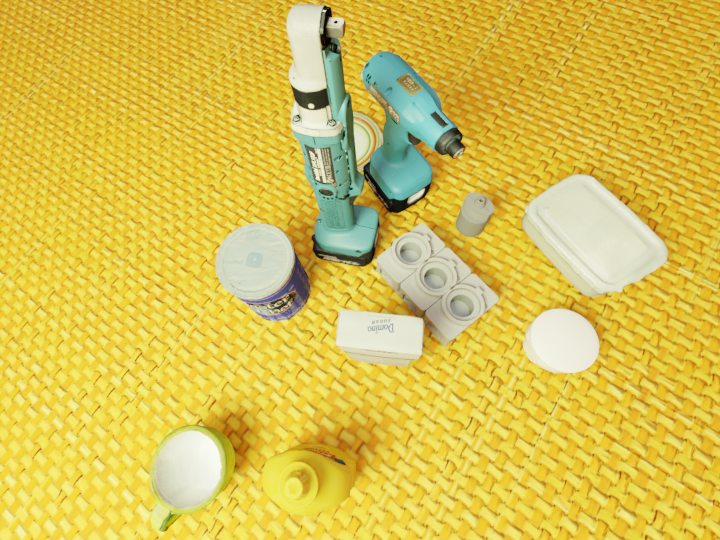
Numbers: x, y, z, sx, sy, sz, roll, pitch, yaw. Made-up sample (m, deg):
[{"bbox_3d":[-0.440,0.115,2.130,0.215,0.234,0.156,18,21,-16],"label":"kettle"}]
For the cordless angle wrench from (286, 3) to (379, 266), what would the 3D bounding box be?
[{"bbox_3d":[-0.031,-0.111,0.482,0.100,0.411,0.075,12,72,7],"label":"cordless angle wrench"}]

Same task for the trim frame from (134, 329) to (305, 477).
[{"bbox_3d":[-0.199,0.178,0.598,0.248,0.026,0.190,-19,67,0],"label":"trim frame"}]

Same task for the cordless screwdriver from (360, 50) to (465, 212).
[{"bbox_3d":[0.067,-0.157,0.578,0.074,0.241,0.165,-32,71,-8],"label":"cordless screwdriver"}]
